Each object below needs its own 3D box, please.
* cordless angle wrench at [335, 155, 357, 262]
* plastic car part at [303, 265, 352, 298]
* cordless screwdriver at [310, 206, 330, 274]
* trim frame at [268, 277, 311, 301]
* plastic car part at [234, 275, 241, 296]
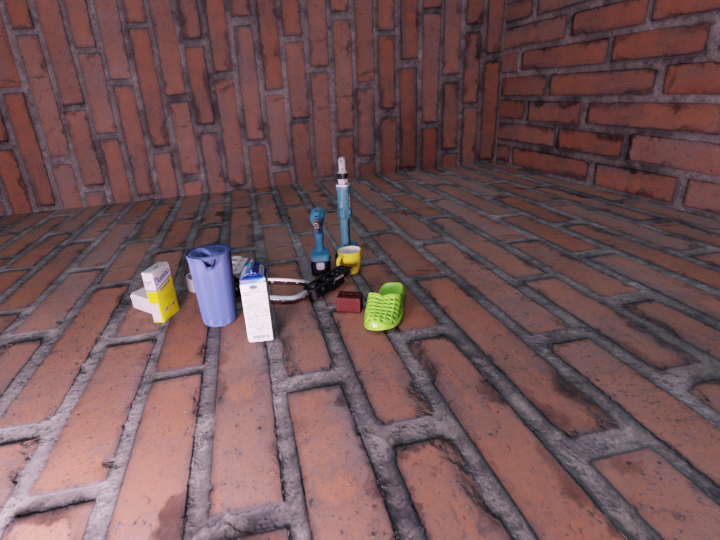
[{"bbox_3d":[-0.061,-0.229,1.641,0.077,0.413,0.097,5,22,19],"label":"cordless angle wrench"},{"bbox_3d":[-0.115,0.043,1.462,0.070,0.065,0.197,17,31,41],"label":"plastic car part"},{"bbox_3d":[-0.154,-0.101,1.577,0.074,0.243,0.162,-3,21,0],"label":"cordless screwdriver"},{"bbox_3d":[-0.285,0.063,1.494,0.253,0.027,0.185,0,24,10],"label":"trim frame"},{"bbox_3d":[-0.452,0.061,1.475,0.064,0.069,0.123,-20,28,-36],"label":"plastic car part"}]
